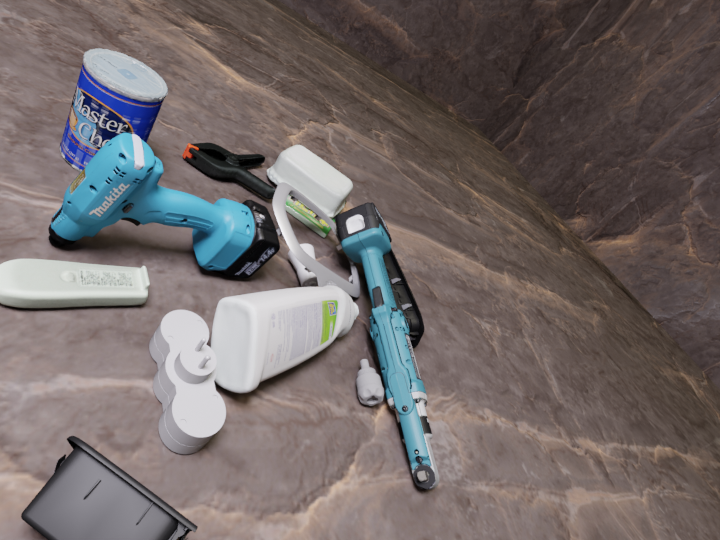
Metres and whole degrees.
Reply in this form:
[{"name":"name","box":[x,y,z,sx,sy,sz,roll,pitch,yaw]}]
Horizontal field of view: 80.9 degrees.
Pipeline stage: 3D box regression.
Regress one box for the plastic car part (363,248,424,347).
[{"name":"plastic car part","box":[0.051,0.038,0.740,0.064,0.066,0.213,3,45,-32]}]

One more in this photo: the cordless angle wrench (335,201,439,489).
[{"name":"cordless angle wrench","box":[0.042,0.086,0.629,0.093,0.075,0.439,49,22,-53]}]

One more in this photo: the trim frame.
[{"name":"trim frame","box":[-0.066,-0.043,0.678,0.235,0.028,0.192,39,26,-55]}]

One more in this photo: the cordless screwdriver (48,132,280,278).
[{"name":"cordless screwdriver","box":[-0.229,-0.052,0.520,0.235,0.161,0.078,26,34,-52]}]

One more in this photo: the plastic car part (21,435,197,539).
[{"name":"plastic car part","box":[-0.188,0.185,0.304,0.116,0.066,0.071,34,45,-2]}]
